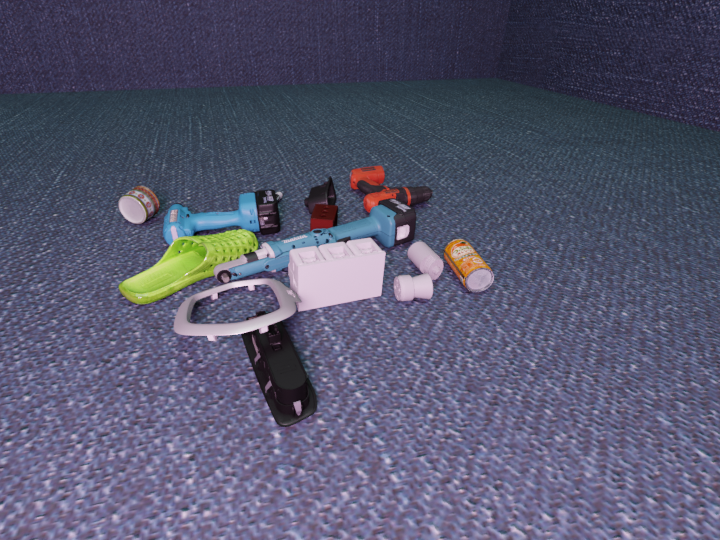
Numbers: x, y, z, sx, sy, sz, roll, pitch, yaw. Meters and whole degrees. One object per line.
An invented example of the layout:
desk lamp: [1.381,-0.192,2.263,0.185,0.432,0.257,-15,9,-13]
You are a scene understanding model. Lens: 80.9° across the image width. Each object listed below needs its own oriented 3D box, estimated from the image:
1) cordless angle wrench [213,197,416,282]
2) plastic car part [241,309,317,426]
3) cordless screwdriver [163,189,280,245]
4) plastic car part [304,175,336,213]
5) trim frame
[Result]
cordless angle wrench: [-0.082,-0.053,0.835,0.411,0.072,0.104,-19,37,-24]
plastic car part: [-0.112,0.115,0.575,0.064,0.066,0.214,-5,34,-25]
cordless screwdriver: [-0.308,-0.126,0.942,0.245,0.072,0.167,-12,34,-12]
plastic car part: [-0.102,-0.176,1.044,0.072,0.063,0.118,-7,33,14]
trim frame: [-0.183,0.052,0.637,0.181,0.027,0.257,-13,14,-15]
